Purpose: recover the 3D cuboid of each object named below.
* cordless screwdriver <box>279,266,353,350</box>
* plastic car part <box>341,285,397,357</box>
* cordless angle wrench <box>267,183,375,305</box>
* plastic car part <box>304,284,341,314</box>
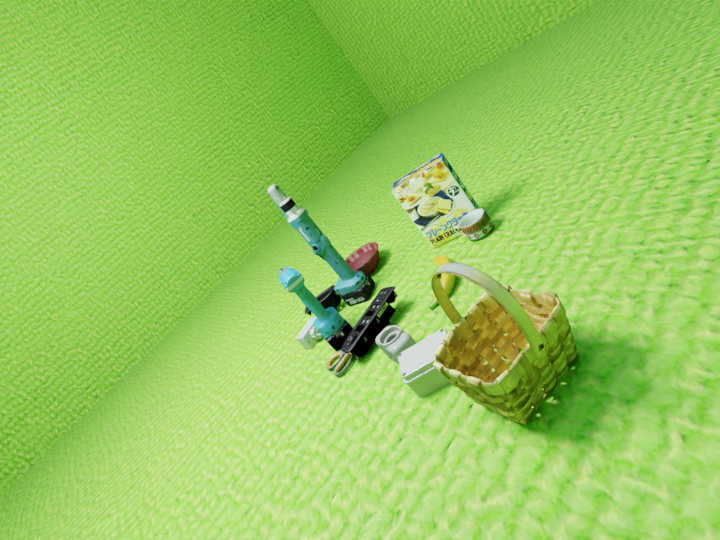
[{"bbox_3d":[-0.126,0.090,1.119,0.074,0.241,0.165,-42,17,-8],"label":"cordless screwdriver"},{"bbox_3d":[0.028,0.130,1.026,0.201,0.065,0.069,-49,20,-23],"label":"plastic car part"},{"bbox_3d":[-0.118,-0.077,1.205,0.101,0.411,0.074,-25,21,40],"label":"cordless angle wrench"},{"bbox_3d":[-0.106,0.106,1.293,0.118,0.069,0.067,-34,19,15],"label":"plastic car part"}]
